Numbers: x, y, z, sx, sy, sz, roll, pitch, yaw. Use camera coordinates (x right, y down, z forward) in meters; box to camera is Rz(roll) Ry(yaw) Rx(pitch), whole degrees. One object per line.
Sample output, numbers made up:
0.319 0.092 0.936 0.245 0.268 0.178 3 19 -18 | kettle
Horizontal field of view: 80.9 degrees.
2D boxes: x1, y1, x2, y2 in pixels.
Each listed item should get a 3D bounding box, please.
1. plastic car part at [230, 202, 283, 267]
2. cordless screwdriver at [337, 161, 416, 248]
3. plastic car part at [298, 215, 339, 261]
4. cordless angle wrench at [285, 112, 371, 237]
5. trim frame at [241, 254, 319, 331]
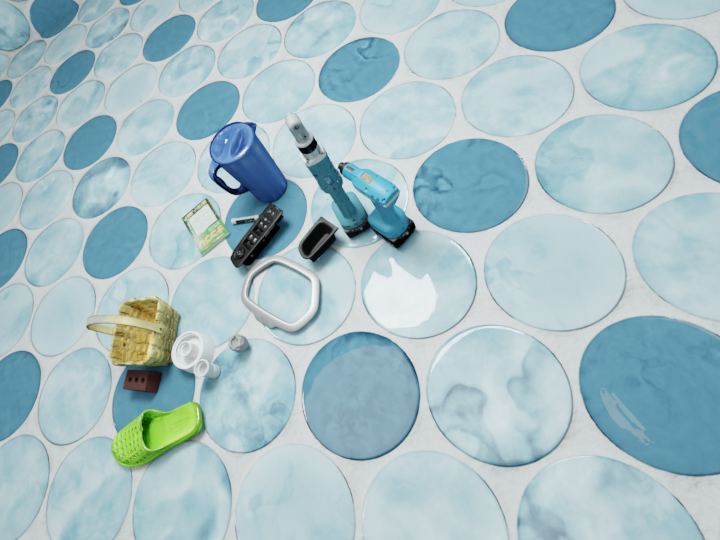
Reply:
-0.288 -0.090 1.189 0.070 0.064 0.202 37 84 29 | plastic car part
0.038 -0.156 0.990 0.167 0.237 0.074 39 84 28 | cordless screwdriver
-0.108 -0.071 1.107 0.069 0.067 0.116 36 83 29 | plastic car part
-0.070 -0.205 0.957 0.075 0.403 0.102 -29 62 5 | cordless angle wrench
-0.213 0.059 1.115 0.261 0.026 0.184 24 78 28 | trim frame
